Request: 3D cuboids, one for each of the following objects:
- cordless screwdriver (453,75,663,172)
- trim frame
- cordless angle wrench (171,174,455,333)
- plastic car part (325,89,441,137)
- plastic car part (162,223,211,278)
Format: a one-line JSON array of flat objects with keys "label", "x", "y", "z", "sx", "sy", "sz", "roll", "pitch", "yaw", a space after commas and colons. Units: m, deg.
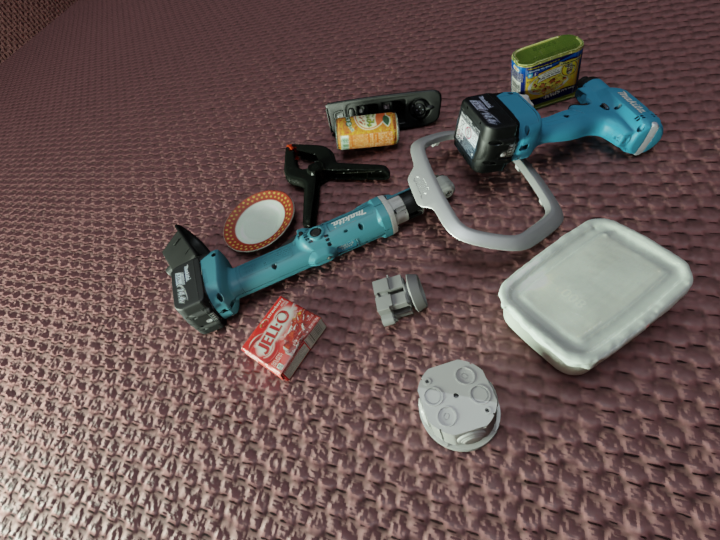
[{"label": "cordless screwdriver", "x": 0.260, "y": -0.218, "z": 0.596, "sx": 0.248, "sy": 0.072, "sz": 0.165, "roll": -7, "pitch": 51, "yaw": -4}, {"label": "trim frame", "x": 0.161, "y": -0.119, "z": 0.580, "sx": 0.182, "sy": 0.027, "sz": 0.258, "roll": -6, "pitch": 52, "yaw": -9}, {"label": "cordless angle wrench", "x": -0.060, "y": -0.039, "z": 0.609, "sx": 0.423, "sy": 0.071, "sz": 0.103, "roll": -24, "pitch": 51, "yaw": -1}, {"label": "plastic car part", "x": 0.045, "y": -0.287, "z": 0.765, "sx": 0.210, "sy": 0.064, "sz": 0.067, "roll": 2, "pitch": 29, "yaw": 23}, {"label": "plastic car part", "x": -0.283, "y": -0.017, "z": 0.685, "sx": 0.123, "sy": 0.062, "sz": 0.071, "roll": 36, "pitch": 86, "yaw": 39}]
